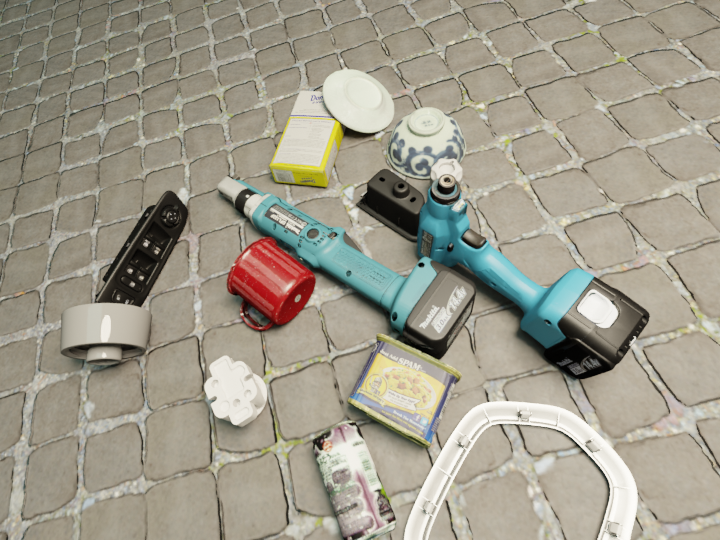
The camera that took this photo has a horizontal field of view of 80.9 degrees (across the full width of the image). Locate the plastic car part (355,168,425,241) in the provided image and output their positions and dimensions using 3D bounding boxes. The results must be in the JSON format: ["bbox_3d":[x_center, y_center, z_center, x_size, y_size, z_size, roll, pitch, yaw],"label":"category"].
[{"bbox_3d":[0.052,-0.101,0.592,0.065,0.068,0.122,-44,60,-13],"label":"plastic car part"}]

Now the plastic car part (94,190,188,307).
[{"bbox_3d":[-0.330,-0.028,0.642,0.070,0.063,0.204,2,60,40],"label":"plastic car part"}]

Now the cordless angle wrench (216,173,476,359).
[{"bbox_3d":[-0.057,-0.037,0.583,0.444,0.071,0.097,31,71,27],"label":"cordless angle wrench"}]

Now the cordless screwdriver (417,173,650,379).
[{"bbox_3d":[0.169,-0.002,0.464,0.260,0.153,0.074,39,73,24],"label":"cordless screwdriver"}]

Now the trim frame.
[{"bbox_3d":[0.155,0.245,0.403,0.192,0.026,0.247,29,69,23],"label":"trim frame"}]
